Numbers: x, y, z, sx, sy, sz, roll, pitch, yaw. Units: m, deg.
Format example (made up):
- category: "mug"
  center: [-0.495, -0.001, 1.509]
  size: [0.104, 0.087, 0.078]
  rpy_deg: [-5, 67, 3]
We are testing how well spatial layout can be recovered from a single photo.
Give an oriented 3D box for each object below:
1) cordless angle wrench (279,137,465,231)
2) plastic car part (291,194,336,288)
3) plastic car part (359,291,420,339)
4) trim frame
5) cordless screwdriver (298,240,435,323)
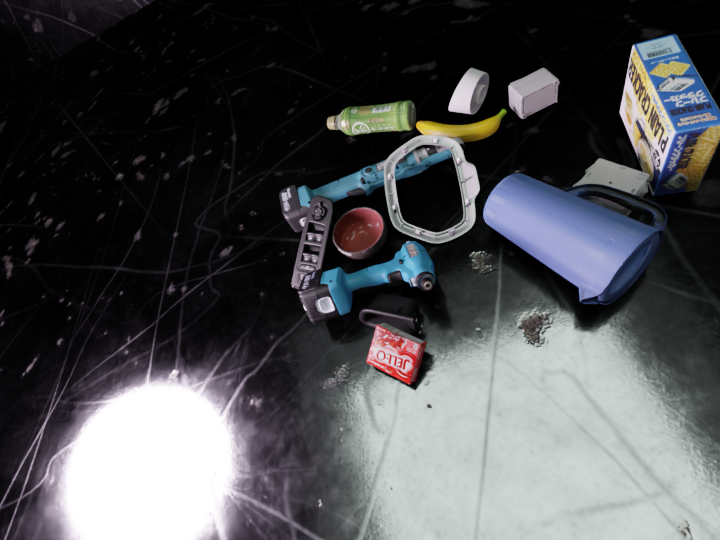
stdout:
- category: "cordless angle wrench"
  center: [0.024, -0.208, 0.957]
  size: [0.428, 0.070, 0.102]
  rpy_deg: [-20, 55, 10]
- category: "plastic car part"
  center: [-0.088, -0.058, 0.903]
  size: [0.070, 0.064, 0.203]
  rpy_deg: [9, 89, 35]
- category: "plastic car part"
  center: [0.061, 0.073, 0.780]
  size: [0.122, 0.063, 0.071]
  rpy_deg: [13, 52, 33]
- category: "trim frame"
  center: [0.144, -0.174, 0.871]
  size: [0.187, 0.026, 0.254]
  rpy_deg: [-8, 69, 9]
- category: "cordless screwdriver"
  center: [0.012, 0.026, 0.775]
  size: [0.251, 0.072, 0.162]
  rpy_deg: [-20, 22, 8]
